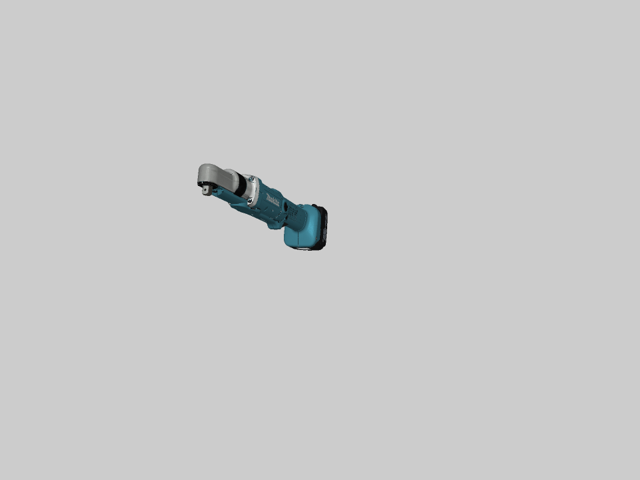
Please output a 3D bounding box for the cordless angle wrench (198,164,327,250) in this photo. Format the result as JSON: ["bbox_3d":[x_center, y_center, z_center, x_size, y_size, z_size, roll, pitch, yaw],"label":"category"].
[{"bbox_3d":[-0.084,-0.055,0.739,0.074,0.098,0.423,1,-9,18],"label":"cordless angle wrench"}]
